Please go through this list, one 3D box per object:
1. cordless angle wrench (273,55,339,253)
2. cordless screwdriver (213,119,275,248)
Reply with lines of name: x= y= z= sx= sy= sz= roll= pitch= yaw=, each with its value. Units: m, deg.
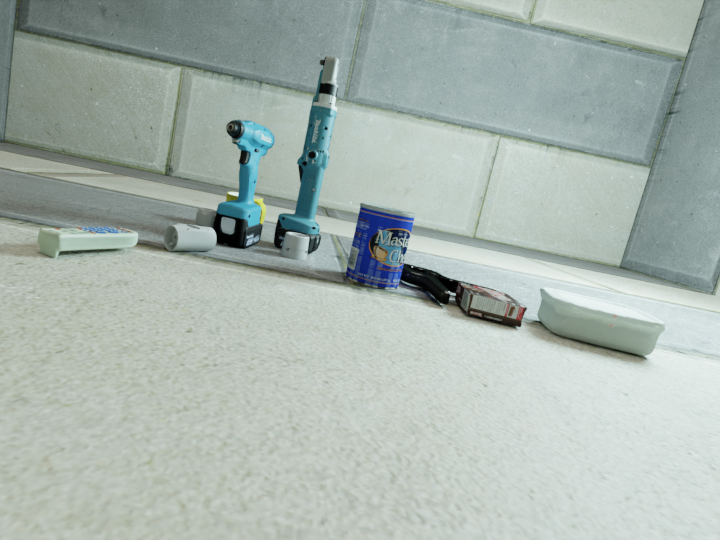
cordless angle wrench: x=-0.101 y=-0.249 z=0.927 sx=0.100 sy=0.420 sz=0.073 roll=15 pitch=9 yaw=13
cordless screwdriver: x=-0.238 y=-0.171 z=0.839 sx=0.076 sy=0.247 sz=0.157 roll=14 pitch=9 yaw=9
